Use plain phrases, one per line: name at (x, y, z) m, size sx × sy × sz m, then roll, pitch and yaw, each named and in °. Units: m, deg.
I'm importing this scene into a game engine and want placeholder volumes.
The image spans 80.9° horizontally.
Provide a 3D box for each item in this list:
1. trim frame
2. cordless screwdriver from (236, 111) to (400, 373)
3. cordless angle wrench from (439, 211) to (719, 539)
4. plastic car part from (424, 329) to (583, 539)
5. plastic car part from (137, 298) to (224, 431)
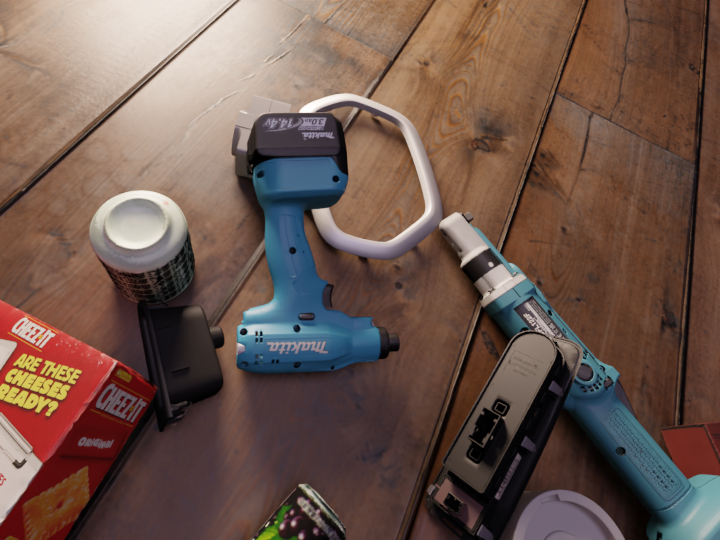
trim frame at (0.004, -0.126, 0.532) m, size 0.180 × 0.027 × 0.255 m, roll -7°, pitch 68°, yaw -16°
cordless screwdriver at (-0.041, -0.027, 0.424) m, size 0.156 × 0.075 × 0.251 m, roll 1°, pitch 82°, yaw -12°
cordless angle wrench at (0.220, 0.107, 0.435) m, size 0.097 × 0.072 × 0.437 m, roll -32°, pitch 70°, yaw -8°
plastic car part at (0.126, 0.133, 0.378) m, size 0.202 × 0.070 × 0.064 m, roll -52°, pitch 127°, yaw -16°
plastic car part at (-0.160, 0.075, 0.388) m, size 0.068 × 0.066 × 0.120 m, roll -5°, pitch 62°, yaw -32°
